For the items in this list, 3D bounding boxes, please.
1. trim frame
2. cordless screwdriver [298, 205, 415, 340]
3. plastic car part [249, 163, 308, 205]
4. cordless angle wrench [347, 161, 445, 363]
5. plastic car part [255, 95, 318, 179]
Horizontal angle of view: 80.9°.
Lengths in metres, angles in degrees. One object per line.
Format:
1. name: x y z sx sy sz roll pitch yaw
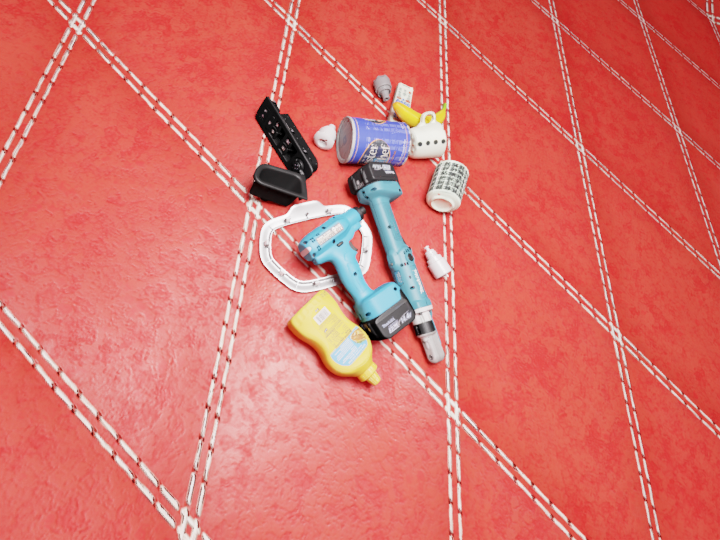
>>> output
1. trim frame: -0.084 -0.055 0.860 0.242 0.027 0.189 -16 72 -22
2. cordless screwdriver: 0.010 0.001 0.817 0.157 0.075 0.249 -37 89 -24
3. plastic car part: -0.173 -0.165 0.853 0.111 0.072 0.068 11 54 -30
4. cordless angle wrench: 0.084 -0.020 0.872 0.093 0.076 0.431 -6 72 -43
5. plastic car part: -0.154 -0.279 0.921 0.064 0.067 0.208 -12 68 -51
